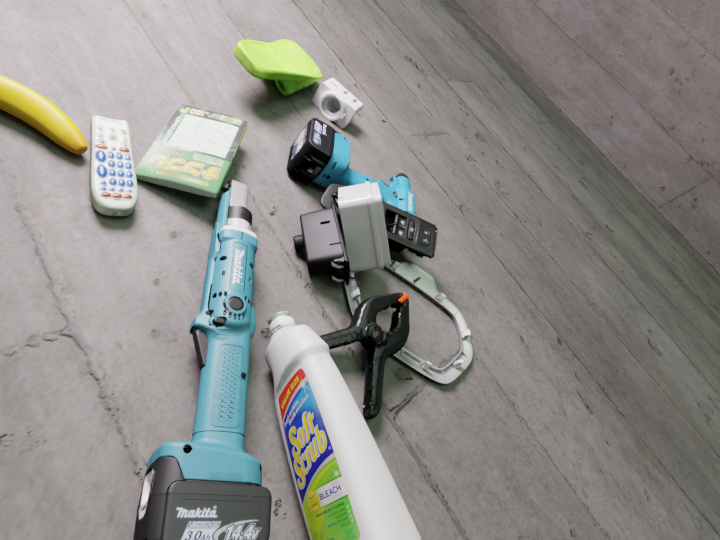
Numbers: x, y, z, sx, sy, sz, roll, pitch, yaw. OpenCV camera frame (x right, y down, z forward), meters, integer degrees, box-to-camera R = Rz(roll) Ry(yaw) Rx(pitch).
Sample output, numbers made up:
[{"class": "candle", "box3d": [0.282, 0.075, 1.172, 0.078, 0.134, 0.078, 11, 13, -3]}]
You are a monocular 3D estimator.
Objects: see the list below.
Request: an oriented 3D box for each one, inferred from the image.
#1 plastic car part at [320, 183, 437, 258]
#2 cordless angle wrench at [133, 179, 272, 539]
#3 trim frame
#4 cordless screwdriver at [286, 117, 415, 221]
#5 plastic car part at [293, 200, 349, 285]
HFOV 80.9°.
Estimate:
[{"class": "plastic car part", "box3d": [0.024, -0.079, 0.688, 0.198, 0.068, 0.067, 25, 66, -14]}, {"class": "cordless angle wrench", "box3d": [-0.146, 0.050, 0.456, 0.094, 0.075, 0.438, 16, 45, -27]}, {"class": "trim frame", "box3d": [0.078, 0.061, 0.646, 0.245, 0.028, 0.186, 33, 41, -8]}, {"class": "cordless screwdriver", "box3d": [-0.003, -0.173, 0.750, 0.240, 0.075, 0.163, 30, 42, -20]}, {"class": "plastic car part", "box3d": [-0.059, -0.038, 0.602, 0.070, 0.064, 0.121, -12, 57, -8]}]
